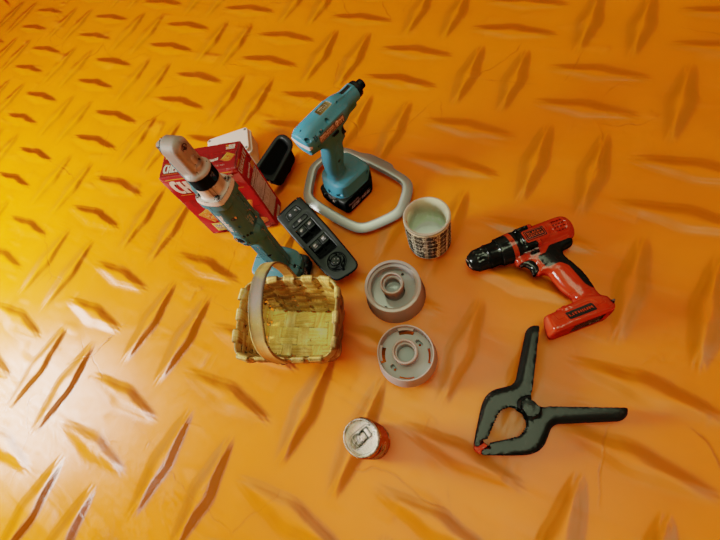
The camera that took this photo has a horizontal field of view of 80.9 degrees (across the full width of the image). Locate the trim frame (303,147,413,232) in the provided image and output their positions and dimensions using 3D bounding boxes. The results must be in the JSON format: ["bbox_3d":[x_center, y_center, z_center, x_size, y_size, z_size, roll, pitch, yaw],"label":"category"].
[{"bbox_3d":[-0.010,-0.176,0.896,0.261,0.026,0.184,31,77,28],"label":"trim frame"}]

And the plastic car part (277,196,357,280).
[{"bbox_3d":[-0.082,-0.053,0.835,0.066,0.064,0.213,-40,60,-6],"label":"plastic car part"}]

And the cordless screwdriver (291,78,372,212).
[{"bbox_3d":[-0.030,-0.230,0.807,0.078,0.238,0.158,37,79,25],"label":"cordless screwdriver"}]

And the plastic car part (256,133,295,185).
[{"bbox_3d":[-0.182,-0.240,0.957,0.069,0.068,0.117,22,72,23],"label":"plastic car part"}]

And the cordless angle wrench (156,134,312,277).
[{"bbox_3d":[-0.184,-0.071,0.678,0.101,0.404,0.075,11,68,18],"label":"cordless angle wrench"}]
